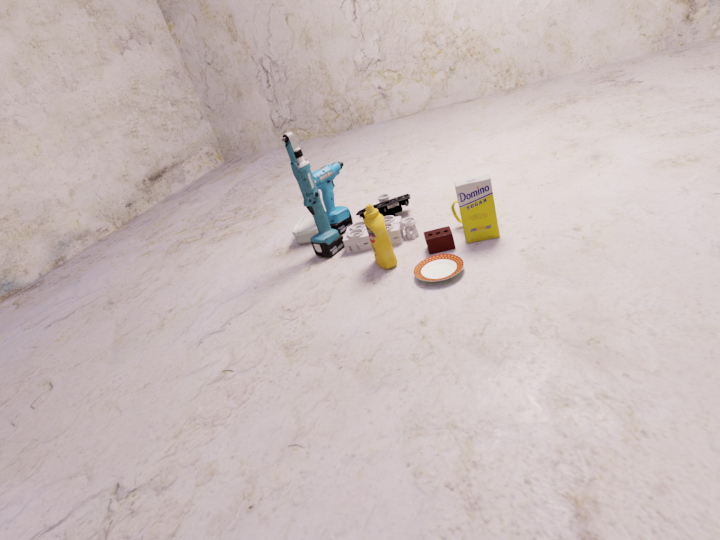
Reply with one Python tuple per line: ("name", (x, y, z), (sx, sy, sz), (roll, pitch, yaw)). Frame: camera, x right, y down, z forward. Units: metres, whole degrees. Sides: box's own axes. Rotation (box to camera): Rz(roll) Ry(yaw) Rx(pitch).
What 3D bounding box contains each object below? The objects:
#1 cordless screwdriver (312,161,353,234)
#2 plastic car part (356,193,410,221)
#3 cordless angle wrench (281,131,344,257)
("cordless screwdriver", (-0.092, -0.264, 1.536), (0.156, 0.240, 0.078), (-36, 30, -31))
("plastic car part", (0.085, -0.221, 1.530), (0.207, 0.065, 0.067), (-13, 27, 14))
("cordless angle wrench", (-0.160, -0.241, 1.362), (0.078, 0.408, 0.096), (8, 36, 45))
